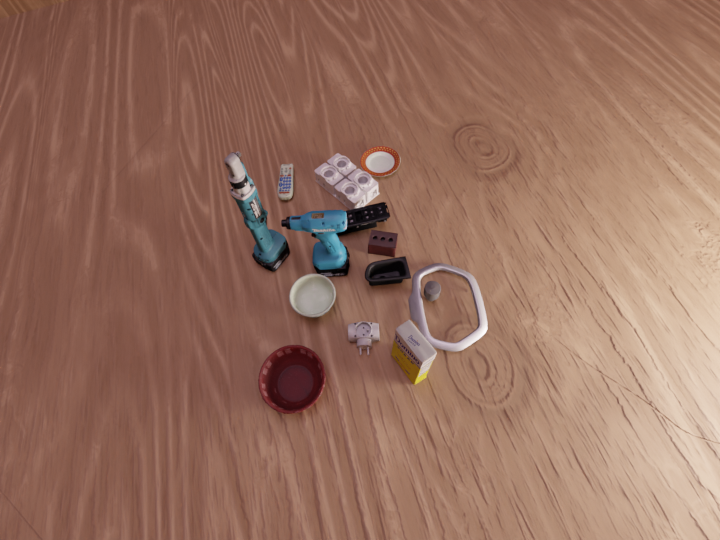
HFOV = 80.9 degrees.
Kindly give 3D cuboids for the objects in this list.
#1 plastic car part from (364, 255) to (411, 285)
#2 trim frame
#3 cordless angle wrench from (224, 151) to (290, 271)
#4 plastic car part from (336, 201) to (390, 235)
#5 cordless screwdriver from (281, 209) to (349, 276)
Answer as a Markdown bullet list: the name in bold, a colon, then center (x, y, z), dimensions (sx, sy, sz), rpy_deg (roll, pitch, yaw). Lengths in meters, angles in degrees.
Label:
- **plastic car part**: center (0.068, 0.013, 1.127), dimensions (0.117, 0.068, 0.068), rpy_deg (-9, 59, 2)
- **trim frame**: center (0.219, 0.088, 1.085), dimensions (0.185, 0.026, 0.256), rpy_deg (-7, 59, 4)
- **cordless angle wrench**: center (-0.267, -0.138, 1.068), dimensions (0.077, 0.408, 0.097), rpy_deg (30, 66, 18)
- **plastic car part**: center (-0.018, -0.143, 1.235), dimensions (0.203, 0.064, 0.069), rpy_deg (-10, 59, 2)
- **cordless screwdriver**: center (-0.108, -0.070, 1.102), dimensions (0.161, 0.240, 0.076), rpy_deg (-1, 60, 5)
